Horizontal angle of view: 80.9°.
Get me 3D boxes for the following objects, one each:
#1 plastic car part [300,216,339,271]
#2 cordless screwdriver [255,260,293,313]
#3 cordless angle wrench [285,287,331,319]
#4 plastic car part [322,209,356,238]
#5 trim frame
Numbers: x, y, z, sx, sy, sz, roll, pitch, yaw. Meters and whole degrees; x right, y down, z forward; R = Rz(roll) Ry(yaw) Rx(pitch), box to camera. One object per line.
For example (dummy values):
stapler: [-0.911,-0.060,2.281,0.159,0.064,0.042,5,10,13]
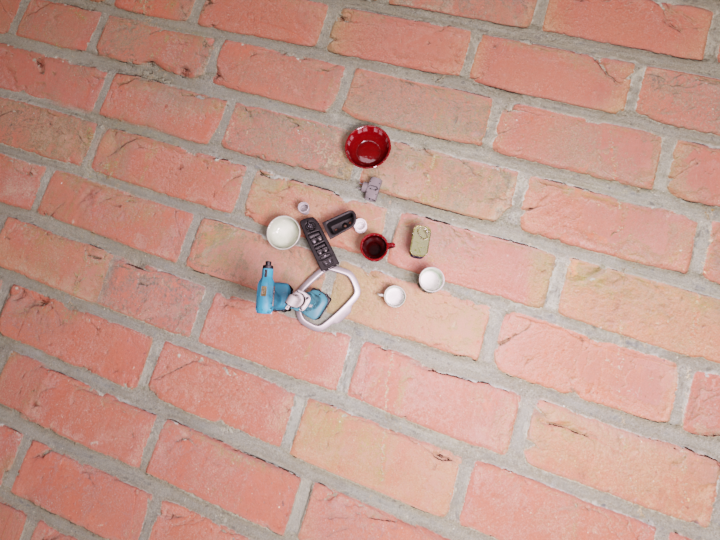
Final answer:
plastic car part: [-0.143,-0.094,1.465,0.066,0.065,0.207,-27,78,2]
cordless screwdriver: [-0.278,0.061,1.369,0.075,0.244,0.160,3,83,4]
cordless angle wrench: [-0.161,0.094,1.259,0.076,0.415,0.098,31,86,6]
plastic car part: [-0.064,-0.157,1.462,0.117,0.069,0.067,-26,81,3]
trim frame: [-0.116,0.094,1.450,0.248,0.027,0.188,-44,78,0]
